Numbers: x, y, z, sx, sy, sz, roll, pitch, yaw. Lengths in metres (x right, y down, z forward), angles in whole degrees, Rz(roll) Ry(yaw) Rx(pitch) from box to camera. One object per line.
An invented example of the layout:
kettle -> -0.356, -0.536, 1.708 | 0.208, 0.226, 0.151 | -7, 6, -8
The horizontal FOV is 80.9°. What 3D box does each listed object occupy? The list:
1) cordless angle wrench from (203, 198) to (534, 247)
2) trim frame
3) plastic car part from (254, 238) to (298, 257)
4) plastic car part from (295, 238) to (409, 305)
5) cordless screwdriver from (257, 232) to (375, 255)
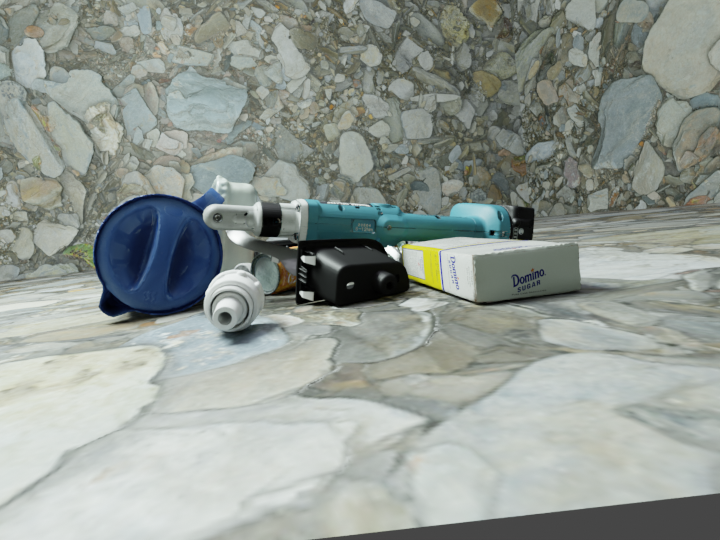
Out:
cordless angle wrench -> 0.024, -0.056, 0.525 | 0.409, 0.074, 0.102 | 1, 9, -21
trim frame -> -0.053, -0.035, 0.547 | 0.246, 0.027, 0.188 | 14, 22, -6
plastic car part -> -0.155, -0.018, 0.803 | 0.197, 0.068, 0.067 | -10, -21, -20
plastic car part -> 0.001, 0.005, 0.420 | 0.112, 0.065, 0.075 | -5, 18, -29
cordless screwdriver -> -0.054, -0.028, 0.704 | 0.244, 0.074, 0.163 | -12, 6, -15
